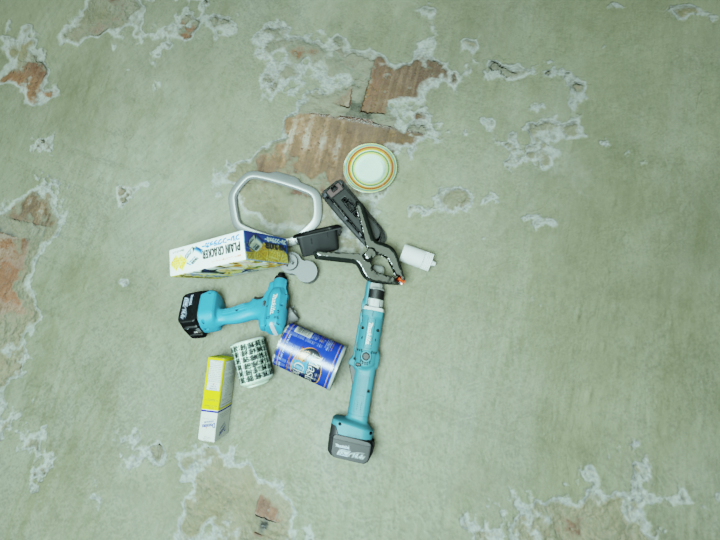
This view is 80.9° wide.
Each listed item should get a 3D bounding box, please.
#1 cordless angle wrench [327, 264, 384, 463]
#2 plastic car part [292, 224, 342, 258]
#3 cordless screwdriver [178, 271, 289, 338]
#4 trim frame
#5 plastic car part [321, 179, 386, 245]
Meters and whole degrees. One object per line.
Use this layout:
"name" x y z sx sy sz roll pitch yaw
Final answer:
"cordless angle wrench" 0.010 0.194 0.951 0.099 0.073 0.426 9 78 6
"plastic car part" -0.099 -0.065 1.012 0.115 0.068 0.070 -17 102 -9
"cordless screwdriver" -0.290 0.078 0.994 0.252 0.071 0.164 -5 49 8
"trim frame" -0.217 -0.161 1.066 0.254 0.027 0.185 16 82 11
"plastic car part" -0.011 -0.137 1.022 0.066 0.066 0.207 -37 81 -10
